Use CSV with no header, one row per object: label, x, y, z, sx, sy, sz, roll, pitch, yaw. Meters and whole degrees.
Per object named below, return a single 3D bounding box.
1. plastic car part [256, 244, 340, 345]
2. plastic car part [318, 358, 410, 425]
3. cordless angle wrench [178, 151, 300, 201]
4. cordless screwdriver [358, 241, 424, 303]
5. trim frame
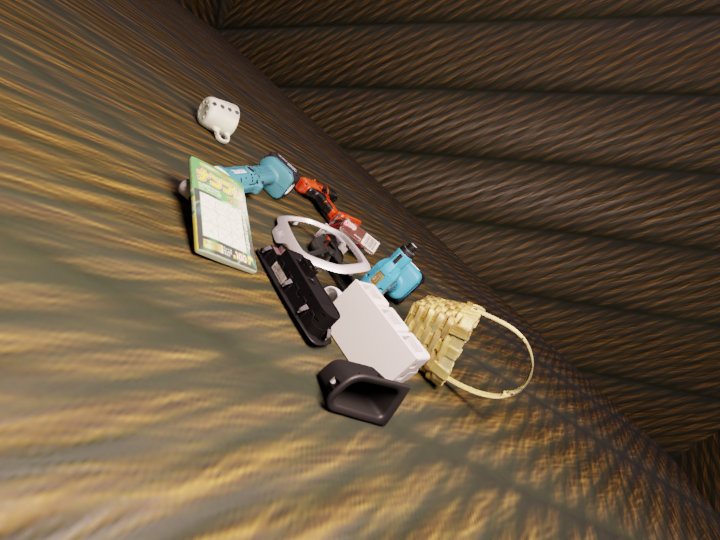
plastic car part,-0.089,0.027,0.653,0.062,0.067,0.213,33,20,-52
plastic car part,-0.006,0.147,0.549,0.110,0.066,0.075,27,7,-33
cordless angle wrench,-0.230,-0.178,0.835,0.098,0.075,0.420,42,18,-3
cordless screwdriver,0.083,0.007,0.919,0.077,0.160,0.239,49,15,15
trim frame,-0.081,-0.053,0.825,0.177,0.027,0.260,12,24,-25
